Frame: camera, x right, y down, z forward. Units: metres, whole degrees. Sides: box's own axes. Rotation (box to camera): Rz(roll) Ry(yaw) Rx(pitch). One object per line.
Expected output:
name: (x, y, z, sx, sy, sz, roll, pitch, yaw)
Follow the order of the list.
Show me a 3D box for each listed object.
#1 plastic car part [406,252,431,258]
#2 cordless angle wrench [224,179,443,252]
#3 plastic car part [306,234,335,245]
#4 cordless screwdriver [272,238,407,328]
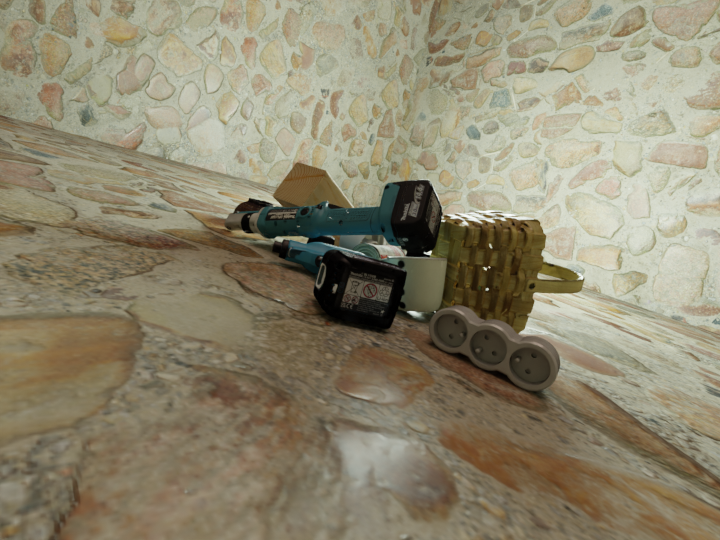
plastic car part: (0.119, -0.042, 1.100, 0.215, 0.067, 0.063, 28, 7, 38)
cordless angle wrench: (-0.081, -0.087, 0.727, 0.443, 0.099, 0.070, 2, -32, 33)
plastic car part: (-0.078, -0.051, 0.794, 0.064, 0.070, 0.120, 16, 13, -14)
cordless screwdriver: (-0.043, -0.002, 0.592, 0.156, 0.074, 0.255, 14, 7, -14)
